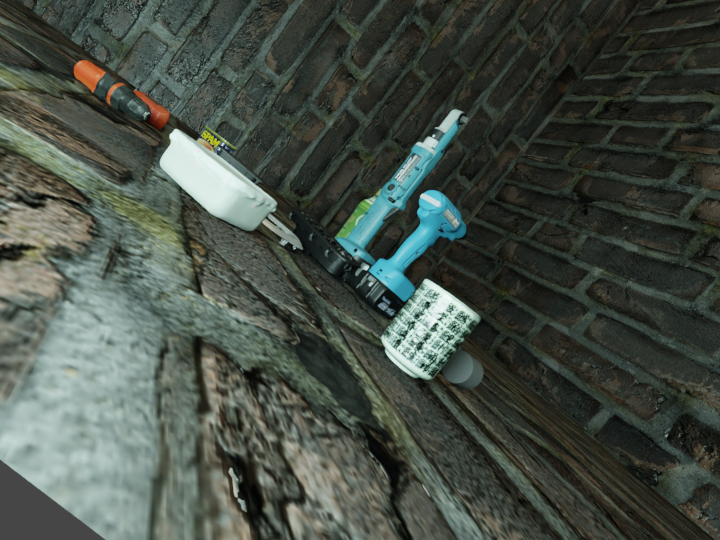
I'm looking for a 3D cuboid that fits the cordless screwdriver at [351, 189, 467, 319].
[{"bbox_3d":[0.107,-0.022,0.823,0.150,0.249,0.079,34,6,-46],"label":"cordless screwdriver"}]

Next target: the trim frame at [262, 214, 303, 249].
[{"bbox_3d":[-0.203,-0.115,0.782,0.252,0.027,0.182,38,4,5],"label":"trim frame"}]

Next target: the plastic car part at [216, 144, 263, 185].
[{"bbox_3d":[-0.272,-0.204,0.901,0.114,0.071,0.068,36,4,-14],"label":"plastic car part"}]

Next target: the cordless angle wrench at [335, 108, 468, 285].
[{"bbox_3d":[0.075,-0.160,0.883,0.103,0.423,0.070,41,5,36],"label":"cordless angle wrench"}]

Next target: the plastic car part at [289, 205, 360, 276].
[{"bbox_3d":[-0.084,-0.055,0.856,0.214,0.067,0.063,40,4,35],"label":"plastic car part"}]
